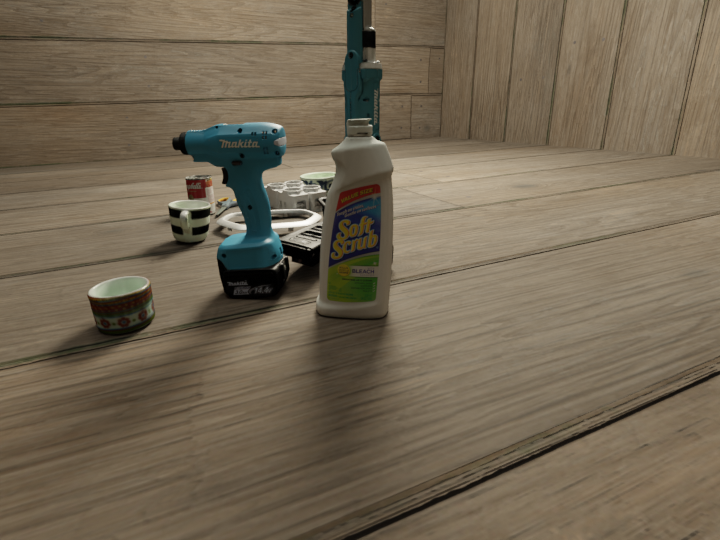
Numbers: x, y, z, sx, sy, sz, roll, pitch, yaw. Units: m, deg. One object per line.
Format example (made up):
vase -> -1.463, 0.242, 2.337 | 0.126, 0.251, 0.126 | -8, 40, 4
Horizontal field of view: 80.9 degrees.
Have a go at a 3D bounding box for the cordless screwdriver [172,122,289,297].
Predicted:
cordless screwdriver -> -0.184, -0.086, 0.619 | 0.161, 0.244, 0.075 | 2, 19, 8

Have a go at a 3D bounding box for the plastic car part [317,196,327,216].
plastic car part -> -0.053, -0.116, 0.922 | 0.064, 0.069, 0.122 | -8, 22, -20

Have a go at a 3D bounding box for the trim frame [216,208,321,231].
trim frame -> -0.214, -0.119, 1.001 | 0.244, 0.027, 0.192 | -8, 22, -14

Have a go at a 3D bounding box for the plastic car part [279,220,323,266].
plastic car part -> -0.074, -0.048, 0.755 | 0.069, 0.065, 0.200 | 6, 22, 19

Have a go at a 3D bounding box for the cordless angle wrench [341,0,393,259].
cordless angle wrench -> 0.002, -0.196, 0.648 | 0.078, 0.414, 0.095 | 13, 23, 35
